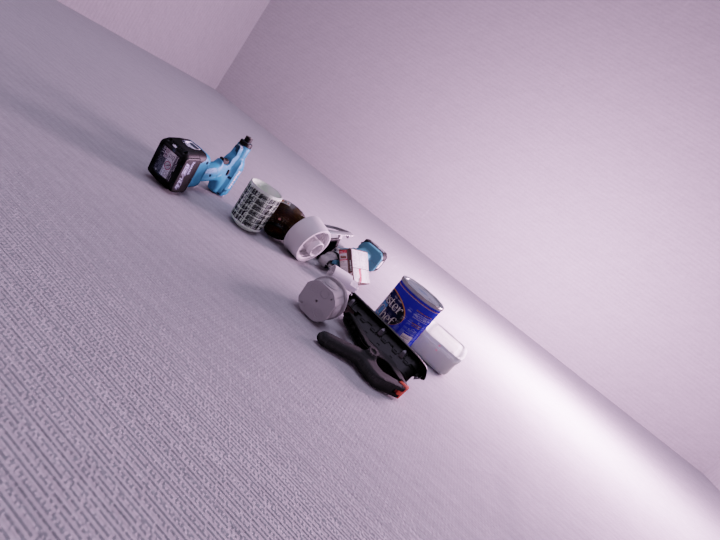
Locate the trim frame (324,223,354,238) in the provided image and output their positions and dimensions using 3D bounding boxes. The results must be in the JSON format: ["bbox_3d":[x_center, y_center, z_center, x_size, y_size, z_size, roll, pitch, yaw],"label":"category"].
[{"bbox_3d":[-0.119,-0.117,1.184,0.179,0.027,0.258,9,10,-19],"label":"trim frame"}]

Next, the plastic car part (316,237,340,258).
[{"bbox_3d":[-0.112,-0.073,1.148,0.074,0.066,0.112,29,12,19],"label":"plastic car part"}]

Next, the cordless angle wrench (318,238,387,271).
[{"bbox_3d":[-0.027,-0.038,1.228,0.101,0.074,0.410,41,16,13],"label":"cordless angle wrench"}]

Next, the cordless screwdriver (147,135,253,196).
[{"bbox_3d":[-0.332,-0.242,0.926,0.076,0.159,0.243,40,15,7],"label":"cordless screwdriver"}]

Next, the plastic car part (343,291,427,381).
[{"bbox_3d":[0.037,0.132,0.788,0.211,0.065,0.065,40,51,22],"label":"plastic car part"}]
